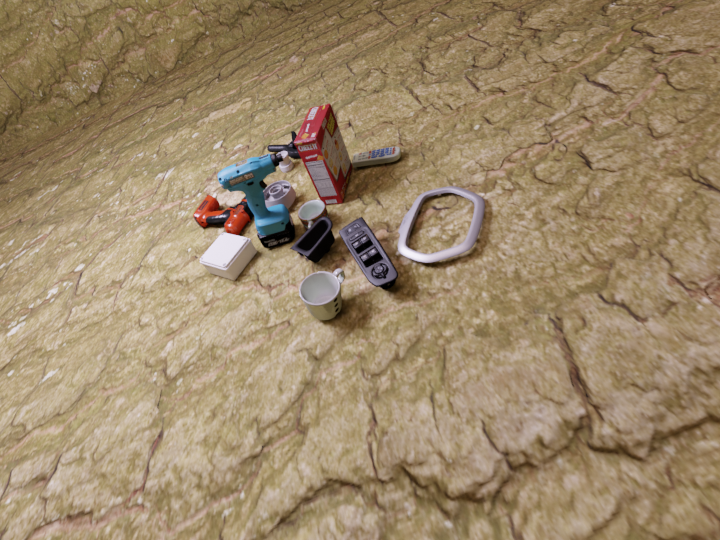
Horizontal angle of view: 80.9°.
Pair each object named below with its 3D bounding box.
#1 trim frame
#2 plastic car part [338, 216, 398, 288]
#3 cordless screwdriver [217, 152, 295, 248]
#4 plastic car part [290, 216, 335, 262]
[{"bbox_3d":[0.178,-0.108,0.955,0.192,0.026,0.250,3,52,28],"label":"trim frame"},{"bbox_3d":[0.021,-0.029,0.930,0.066,0.064,0.213,-28,44,-3],"label":"plastic car part"},{"bbox_3d":[-0.228,-0.176,1.058,0.161,0.236,0.077,-18,44,7],"label":"cordless screwdriver"},{"bbox_3d":[-0.099,-0.065,1.017,0.070,0.067,0.116,24,63,39],"label":"plastic car part"}]
